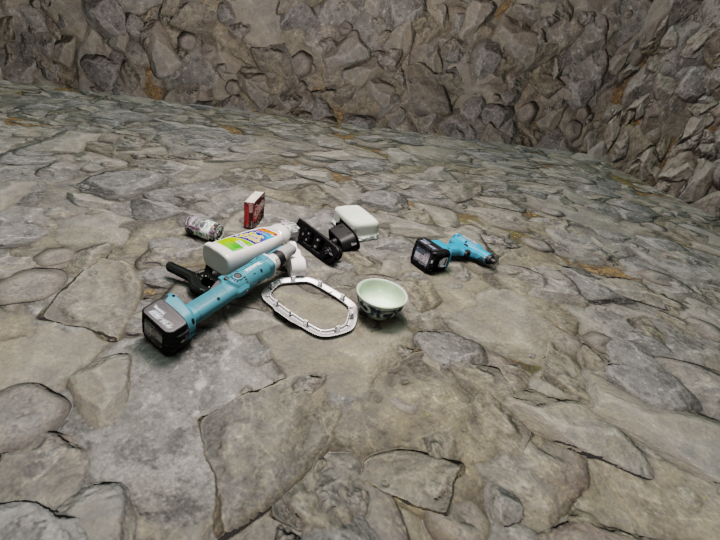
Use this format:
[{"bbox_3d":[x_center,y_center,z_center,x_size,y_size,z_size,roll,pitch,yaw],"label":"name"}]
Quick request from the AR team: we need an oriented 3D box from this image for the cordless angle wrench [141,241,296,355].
[{"bbox_3d":[-0.281,0.031,0.947,0.101,0.073,0.414,32,40,17],"label":"cordless angle wrench"}]

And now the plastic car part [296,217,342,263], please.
[{"bbox_3d":[-0.121,-0.079,1.241,0.063,0.066,0.215,18,15,-45],"label":"plastic car part"}]

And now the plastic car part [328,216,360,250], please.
[{"bbox_3d":[-0.060,-0.100,1.294,0.069,0.064,0.123,-21,42,-19],"label":"plastic car part"}]

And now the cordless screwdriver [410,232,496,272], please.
[{"bbox_3d":[0.281,-0.048,1.268,0.239,0.073,0.168,-11,35,-38],"label":"cordless screwdriver"}]

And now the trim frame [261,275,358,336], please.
[{"bbox_3d":[-0.119,0.076,0.999,0.262,0.027,0.178,30,37,30],"label":"trim frame"}]
